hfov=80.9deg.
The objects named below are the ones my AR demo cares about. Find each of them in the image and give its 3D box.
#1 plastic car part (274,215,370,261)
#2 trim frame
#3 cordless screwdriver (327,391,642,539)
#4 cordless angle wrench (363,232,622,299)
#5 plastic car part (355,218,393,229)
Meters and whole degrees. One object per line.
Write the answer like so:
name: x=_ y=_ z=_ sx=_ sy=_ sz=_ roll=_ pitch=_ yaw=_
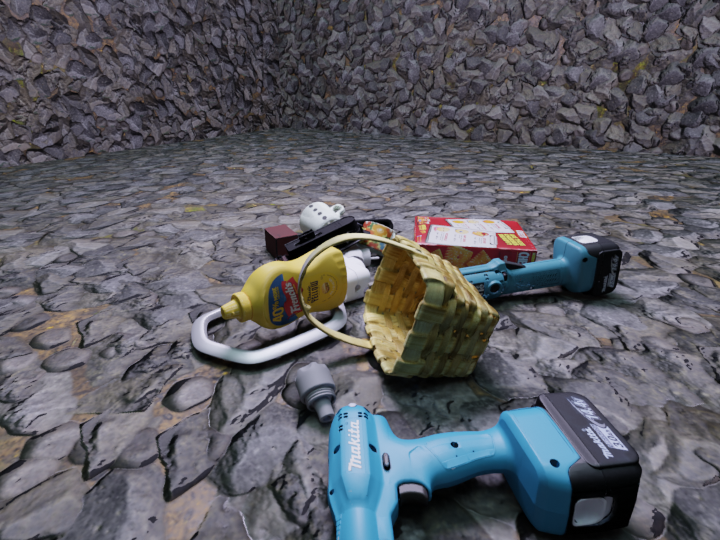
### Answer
plastic car part: x=-0.081 y=-0.053 z=0.826 sx=0.200 sy=0.065 sz=0.069 roll=-23 pitch=20 yaw=-11
trim frame: x=-0.135 y=0.075 z=0.652 sx=0.240 sy=0.027 sz=0.195 roll=-21 pitch=32 yaw=-33
cordless screwdriver: x=0.096 y=0.182 z=0.356 sx=0.250 sy=0.072 sz=0.163 roll=-4 pitch=24 yaw=2
cordless angle wrench: x=0.212 y=0.016 z=0.704 sx=0.419 sy=0.095 sz=0.077 roll=-9 pitch=24 yaw=-6
plastic car part: x=0.009 y=-0.089 z=0.975 sx=0.113 sy=0.065 sz=0.074 roll=-8 pitch=10 yaw=-24
